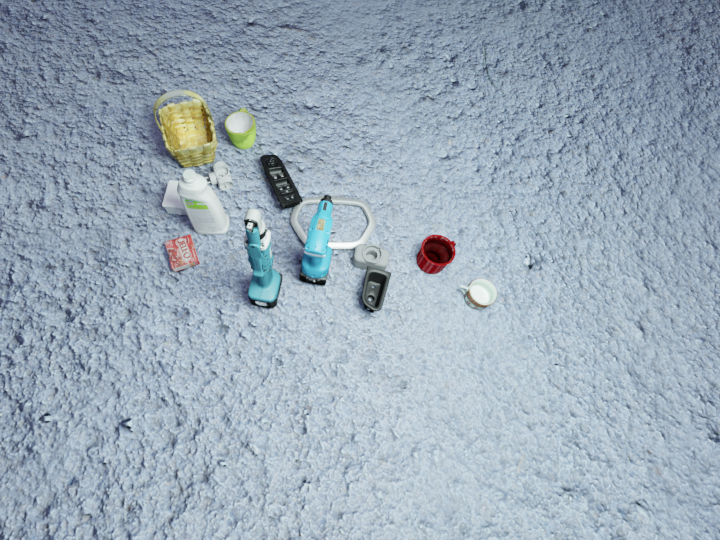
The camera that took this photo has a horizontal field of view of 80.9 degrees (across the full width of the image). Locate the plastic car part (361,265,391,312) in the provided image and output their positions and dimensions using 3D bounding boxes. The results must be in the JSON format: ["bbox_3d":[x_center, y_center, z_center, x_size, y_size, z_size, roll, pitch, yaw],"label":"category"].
[{"bbox_3d":[0.033,0.059,1.112,0.066,0.070,0.118,15,65,1],"label":"plastic car part"}]

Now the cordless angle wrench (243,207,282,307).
[{"bbox_3d":[-0.223,-0.024,0.946,0.074,0.416,0.100,11,66,-4],"label":"cordless angle wrench"}]

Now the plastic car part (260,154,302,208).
[{"bbox_3d":[-0.238,-0.260,1.251,0.065,0.066,0.210,-21,68,-15],"label":"plastic car part"}]

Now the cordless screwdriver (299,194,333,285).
[{"bbox_3d":[-0.104,-0.068,1.068,0.074,0.245,0.162,12,66,-3],"label":"cordless screwdriver"}]

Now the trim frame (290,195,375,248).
[{"bbox_3d":[-0.079,-0.144,1.226,0.247,0.027,0.189,-1,65,-4],"label":"trim frame"}]
